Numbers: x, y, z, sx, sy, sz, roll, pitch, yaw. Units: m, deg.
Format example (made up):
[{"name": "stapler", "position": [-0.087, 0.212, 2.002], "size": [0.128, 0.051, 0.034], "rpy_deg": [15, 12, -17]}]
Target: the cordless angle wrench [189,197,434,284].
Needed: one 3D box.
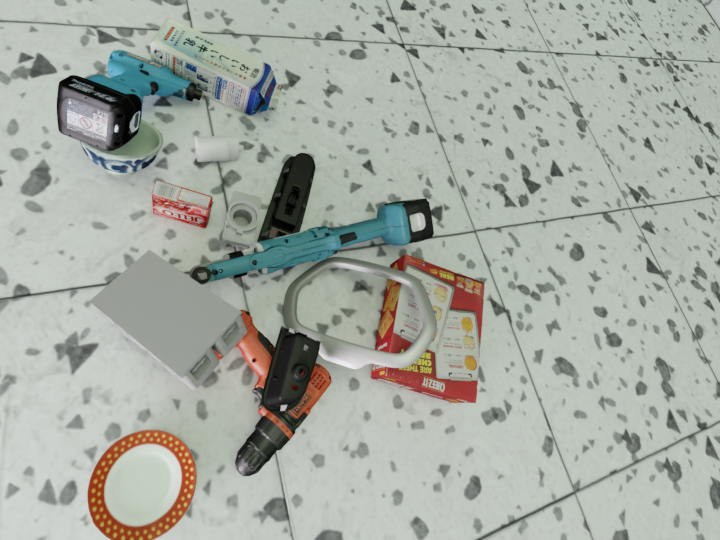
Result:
[{"name": "cordless angle wrench", "position": [-0.068, -0.045, 0.698], "size": [0.410, 0.102, 0.073], "rpy_deg": [-17, 102, -26]}]

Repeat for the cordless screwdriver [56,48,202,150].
[{"name": "cordless screwdriver", "position": [-0.355, -0.275, 0.674], "size": [0.155, 0.074, 0.257], "rpy_deg": [16, 37, -15]}]

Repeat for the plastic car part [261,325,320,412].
[{"name": "plastic car part", "position": [-0.089, 0.136, 0.583], "size": [0.064, 0.072, 0.118], "rpy_deg": [23, 59, -15]}]

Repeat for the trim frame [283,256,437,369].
[{"name": "trim frame", "position": [-0.004, 0.063, 0.676], "size": [0.255, 0.026, 0.186], "rpy_deg": [13, 57, 15]}]

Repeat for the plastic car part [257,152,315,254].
[{"name": "plastic car part", "position": [-0.123, -0.132, 0.751], "size": [0.065, 0.067, 0.206], "rpy_deg": [16, 62, -8]}]
